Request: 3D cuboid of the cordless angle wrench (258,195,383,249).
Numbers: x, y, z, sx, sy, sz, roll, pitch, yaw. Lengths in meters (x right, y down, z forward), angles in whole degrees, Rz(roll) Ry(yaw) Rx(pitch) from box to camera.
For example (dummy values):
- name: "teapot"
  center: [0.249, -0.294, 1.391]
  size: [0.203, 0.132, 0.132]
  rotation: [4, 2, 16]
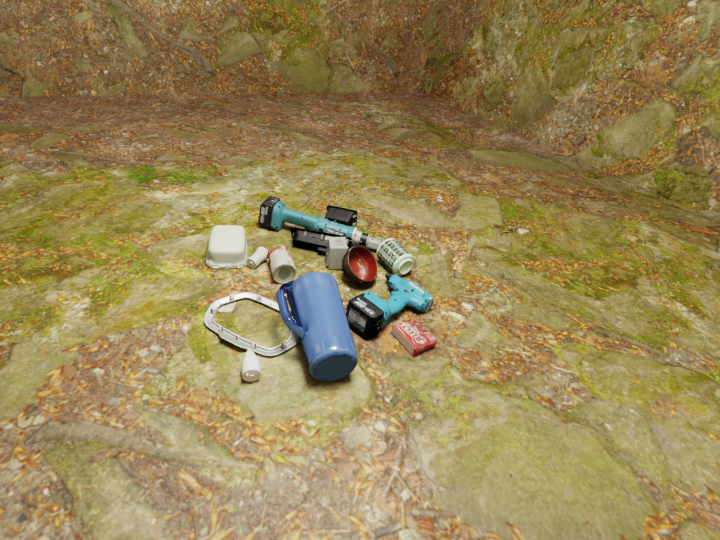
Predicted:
- name: "cordless angle wrench"
  center: [-0.126, -0.142, 1.394]
  size: [0.430, 0.096, 0.074]
  rotation: [17, 31, 8]

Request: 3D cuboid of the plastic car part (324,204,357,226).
- name: "plastic car part"
  center: [-0.076, -0.180, 1.487]
  size: [0.120, 0.064, 0.071]
  rotation: [13, 48, 13]

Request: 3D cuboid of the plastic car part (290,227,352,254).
- name: "plastic car part"
  center: [-0.131, -0.086, 1.341]
  size: [0.206, 0.064, 0.068]
  rotation: [15, 60, 9]

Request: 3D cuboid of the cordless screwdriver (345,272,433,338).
- name: "cordless screwdriver"
  center: [0.061, 0.078, 1.125]
  size: [0.240, 0.073, 0.168]
  rotation: [-19, 42, -39]

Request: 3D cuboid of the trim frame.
- name: "trim frame"
  center: [-0.263, 0.124, 1.039]
  size: [0.257, 0.027, 0.182]
  rotation: [22, 38, 18]
